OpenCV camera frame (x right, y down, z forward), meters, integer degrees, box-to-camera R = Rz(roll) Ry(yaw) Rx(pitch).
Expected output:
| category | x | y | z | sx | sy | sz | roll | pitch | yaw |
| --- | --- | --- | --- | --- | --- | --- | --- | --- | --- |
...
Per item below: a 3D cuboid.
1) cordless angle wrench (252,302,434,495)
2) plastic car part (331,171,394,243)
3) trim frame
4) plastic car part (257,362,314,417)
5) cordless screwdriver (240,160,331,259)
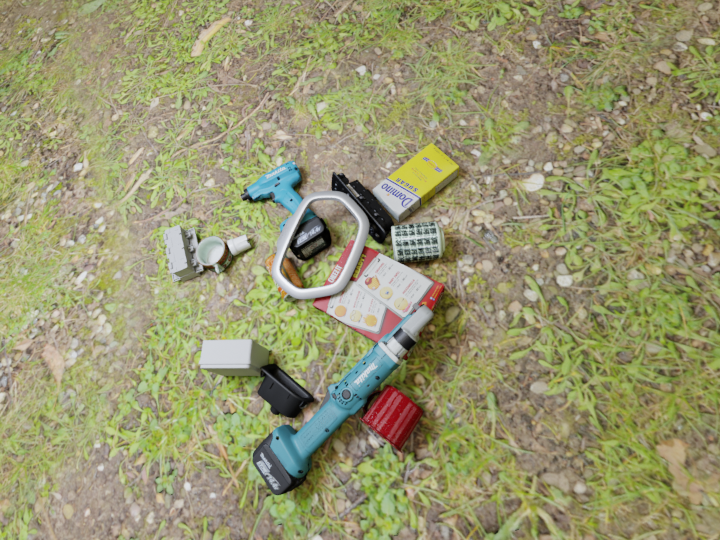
| category | x | y | z | sx | sy | sz | roll | pitch | yaw |
| --- | --- | --- | --- | --- | --- | --- | --- | --- | --- |
| cordless angle wrench | -0.020 | 0.224 | 0.768 | 0.423 | 0.071 | 0.102 | -47 | 67 | 4 |
| plastic car part | 0.008 | -0.145 | 0.962 | 0.065 | 0.065 | 0.212 | -21 | 61 | -25 |
| trim frame | -0.086 | -0.056 | 0.883 | 0.190 | 0.026 | 0.249 | 18 | 77 | 16 |
| plastic car part | -0.160 | 0.250 | 0.845 | 0.121 | 0.063 | 0.071 | 37 | 95 | 19 |
| cordless screwdriver | -0.180 | -0.137 | 0.995 | 0.159 | 0.071 | 0.260 | -29 | 62 | 0 |
